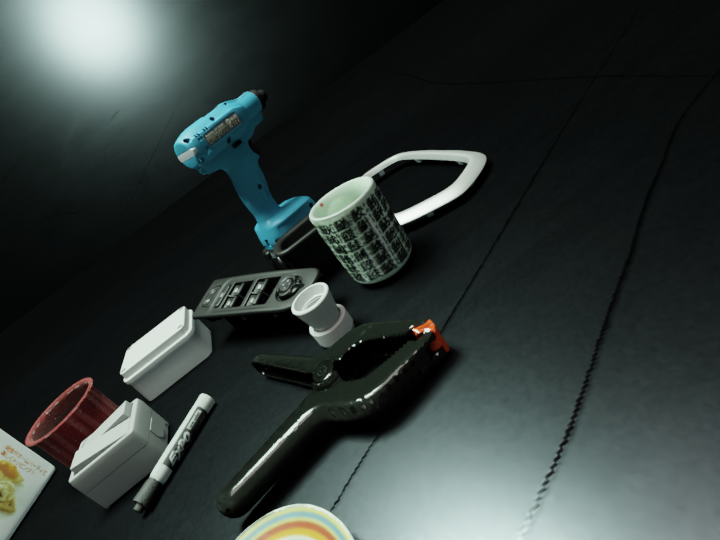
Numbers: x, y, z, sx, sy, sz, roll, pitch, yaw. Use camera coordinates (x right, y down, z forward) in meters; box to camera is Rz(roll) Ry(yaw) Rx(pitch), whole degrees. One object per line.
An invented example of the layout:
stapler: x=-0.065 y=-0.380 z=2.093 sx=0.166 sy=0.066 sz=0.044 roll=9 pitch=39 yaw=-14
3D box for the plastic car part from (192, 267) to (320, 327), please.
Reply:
plastic car part: x=-0.125 y=0.042 z=0.530 sx=0.211 sy=0.064 sz=0.066 roll=-12 pitch=34 yaw=39

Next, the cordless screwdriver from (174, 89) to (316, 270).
cordless screwdriver: x=-0.129 y=-0.127 z=0.608 sx=0.078 sy=0.239 sz=0.158 roll=-6 pitch=38 yaw=49

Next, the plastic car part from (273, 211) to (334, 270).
plastic car part: x=-0.056 y=-0.036 z=0.568 sx=0.116 sy=0.068 sz=0.069 roll=-43 pitch=26 yaw=-14

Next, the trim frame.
trim frame: x=0.065 y=-0.125 z=0.611 sx=0.183 sy=0.026 sz=0.260 roll=-43 pitch=28 yaw=-12
